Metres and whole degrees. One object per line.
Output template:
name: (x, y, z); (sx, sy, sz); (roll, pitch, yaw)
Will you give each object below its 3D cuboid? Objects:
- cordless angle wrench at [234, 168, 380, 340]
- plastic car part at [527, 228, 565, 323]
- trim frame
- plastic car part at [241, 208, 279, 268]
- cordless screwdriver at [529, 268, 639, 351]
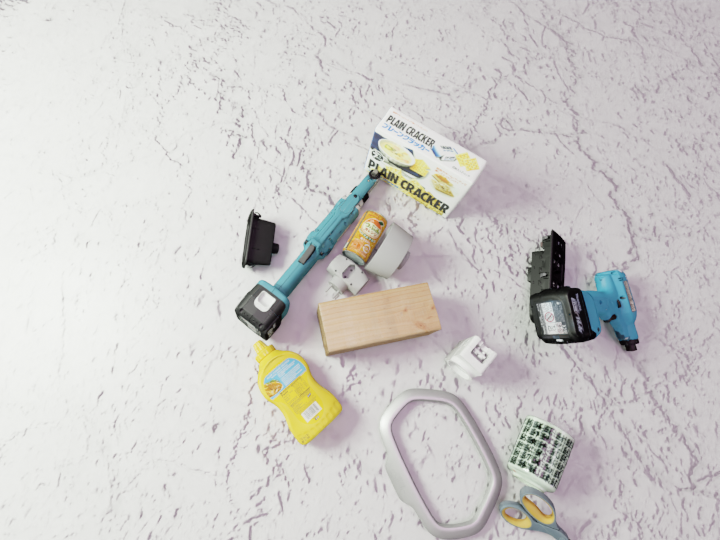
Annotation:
cordless angle wrench: (-0.083, -0.054, 0.846); (0.075, 0.097, 0.421); (35, 68, 6)
plastic car part: (0.368, 0.024, 0.841); (0.070, 0.062, 0.206); (-9, 63, 37)
trim frame: (0.137, 0.331, 0.743); (0.182, 0.027, 0.255); (-25, 75, -12)
plastic car part: (-0.200, -0.056, 0.855); (0.069, 0.067, 0.118); (6, 73, -18)
cordless screwdriver: (0.431, 0.091, 0.782); (0.239, 0.076, 0.161); (-8, 81, -32)
